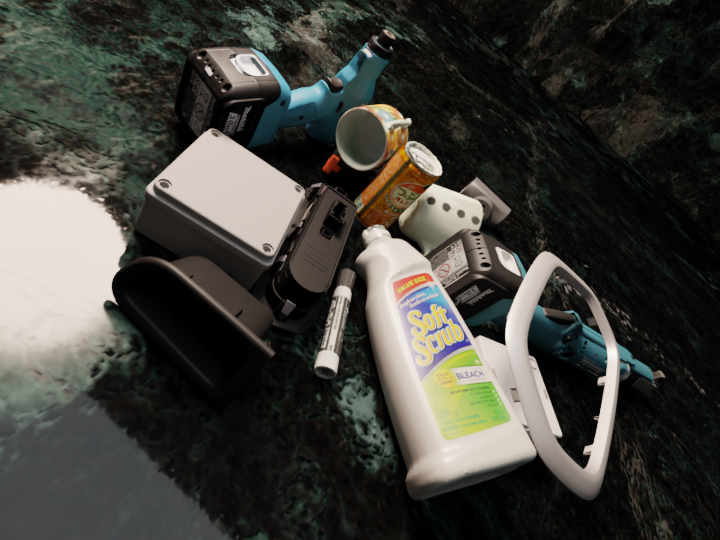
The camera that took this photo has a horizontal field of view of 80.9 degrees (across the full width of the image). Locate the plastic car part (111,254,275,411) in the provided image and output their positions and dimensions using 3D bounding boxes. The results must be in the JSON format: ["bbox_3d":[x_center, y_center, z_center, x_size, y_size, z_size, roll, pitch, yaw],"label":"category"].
[{"bbox_3d":[-0.109,0.027,0.305,0.118,0.066,0.070,43,23,5],"label":"plastic car part"}]

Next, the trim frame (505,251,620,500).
[{"bbox_3d":[0.202,0.087,0.408,0.182,0.028,0.244,54,44,-6],"label":"trim frame"}]

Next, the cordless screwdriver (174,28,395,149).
[{"bbox_3d":[-0.068,-0.202,0.469,0.241,0.161,0.076,-25,75,-47],"label":"cordless screwdriver"}]

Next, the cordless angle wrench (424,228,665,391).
[{"bbox_3d":[0.254,0.082,0.534,0.405,0.099,0.076,27,42,-24],"label":"cordless angle wrench"}]

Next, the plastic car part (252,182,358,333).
[{"bbox_3d":[-0.040,-0.026,0.408,0.064,0.068,0.205,39,40,-18],"label":"plastic car part"}]
